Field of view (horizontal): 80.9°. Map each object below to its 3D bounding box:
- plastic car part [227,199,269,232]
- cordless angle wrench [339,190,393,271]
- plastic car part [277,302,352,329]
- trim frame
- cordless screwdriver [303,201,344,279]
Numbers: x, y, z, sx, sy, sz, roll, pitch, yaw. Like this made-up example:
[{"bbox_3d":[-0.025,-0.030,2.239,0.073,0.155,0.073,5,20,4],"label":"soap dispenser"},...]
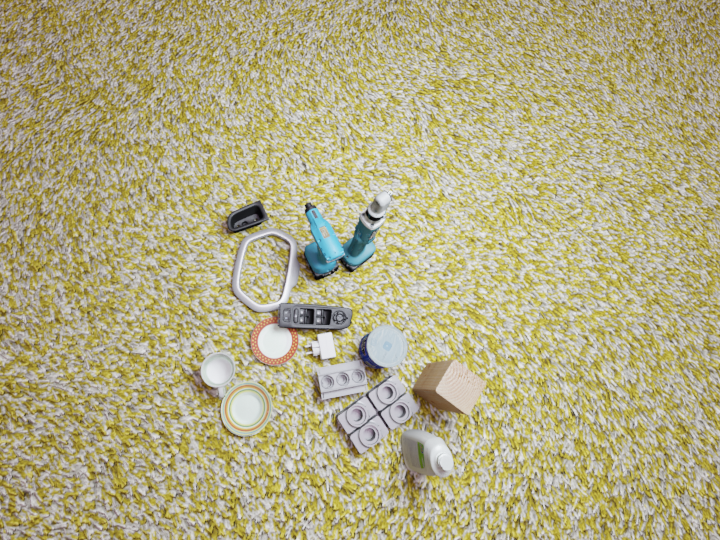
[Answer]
[{"bbox_3d":[-0.331,-0.145,1.229,0.115,0.070,0.067,-25,78,-12],"label":"plastic car part"},{"bbox_3d":[0.013,-0.095,1.052,0.097,0.420,0.075,-37,84,-16],"label":"cordless angle wrench"},{"bbox_3d":[-0.124,0.129,1.156,0.202,0.066,0.067,3,74,-3],"label":"plastic car part"},{"bbox_3d":[-0.268,-0.004,1.211,0.184,0.027,0.252,7,72,-1],"label":"trim frame"},{"bbox_3d":[-0.110,-0.072,1.127,0.073,0.247,0.163,-24,79,-14],"label":"cordless screwdriver"}]
